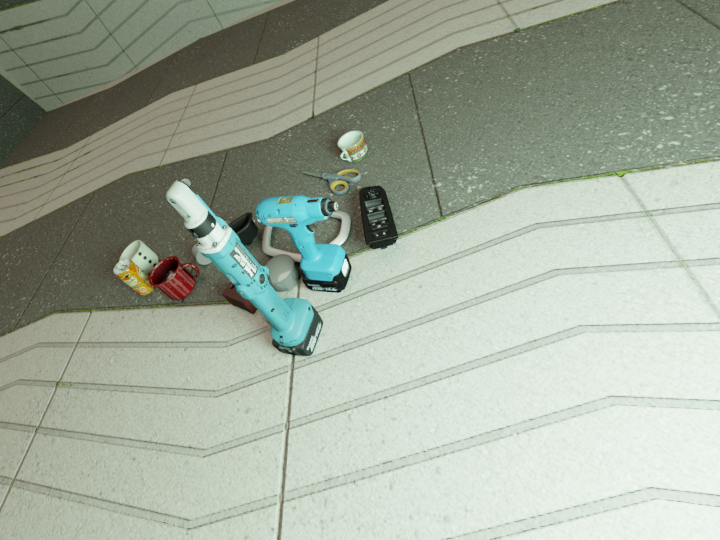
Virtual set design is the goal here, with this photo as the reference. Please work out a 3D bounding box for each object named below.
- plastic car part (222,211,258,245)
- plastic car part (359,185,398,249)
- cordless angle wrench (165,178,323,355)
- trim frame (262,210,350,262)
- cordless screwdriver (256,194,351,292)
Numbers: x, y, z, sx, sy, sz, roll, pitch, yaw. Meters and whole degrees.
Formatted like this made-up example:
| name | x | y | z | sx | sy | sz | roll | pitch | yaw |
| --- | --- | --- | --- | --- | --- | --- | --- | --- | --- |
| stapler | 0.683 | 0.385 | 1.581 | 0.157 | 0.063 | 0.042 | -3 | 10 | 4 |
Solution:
| name | x | y | z | sx | sy | sz | roll | pitch | yaw |
| --- | --- | --- | --- | --- | --- | --- | --- | --- | --- |
| plastic car part | -0.313 | -0.090 | 1.099 | 0.117 | 0.067 | 0.069 | -30 | 45 | 1 |
| plastic car part | 0.040 | -0.116 | 0.936 | 0.067 | 0.063 | 0.211 | -20 | 47 | 11 |
| cordless angle wrench | -0.185 | 0.012 | 0.712 | 0.077 | 0.401 | 0.099 | 1 | 53 | 27 |
| trim frame | -0.138 | -0.097 | 1.040 | 0.261 | 0.026 | 0.185 | 10 | 59 | 33 |
| cordless screwdriver | -0.081 | -0.053 | 0.827 | 0.166 | 0.236 | 0.075 | 1 | 53 | 27 |
